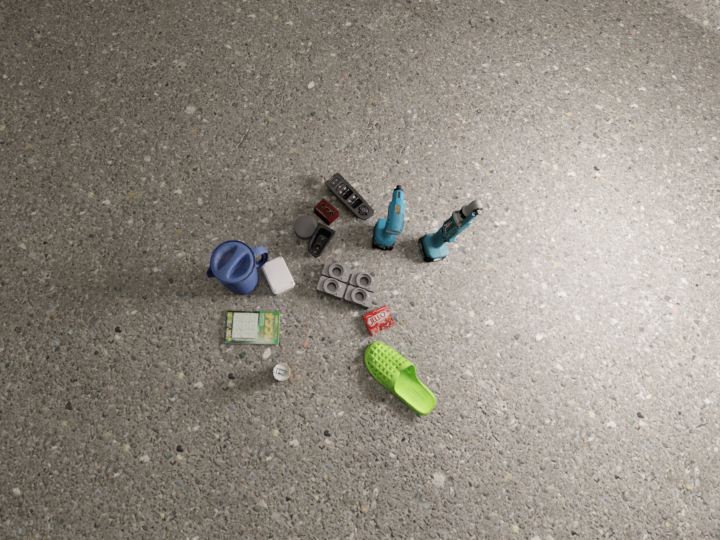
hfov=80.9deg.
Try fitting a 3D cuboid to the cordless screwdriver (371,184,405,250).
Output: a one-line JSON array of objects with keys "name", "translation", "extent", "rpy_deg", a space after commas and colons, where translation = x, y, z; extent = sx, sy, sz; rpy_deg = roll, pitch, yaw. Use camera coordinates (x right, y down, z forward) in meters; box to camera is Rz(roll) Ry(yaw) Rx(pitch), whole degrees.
[{"name": "cordless screwdriver", "translation": [0.098, -0.166, 1.401], "extent": [0.074, 0.246, 0.161], "rpy_deg": [9, 74, -5]}]

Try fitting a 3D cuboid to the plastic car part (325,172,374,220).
[{"name": "plastic car part", "translation": [-0.038, -0.254, 1.516], "extent": [0.066, 0.066, 0.207], "rpy_deg": [-42, 79, -15]}]

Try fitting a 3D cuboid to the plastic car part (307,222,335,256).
[{"name": "plastic car part", "translation": [-0.143, -0.093, 1.458], "extent": [0.066, 0.070, 0.117], "rpy_deg": [27, 73, 2]}]

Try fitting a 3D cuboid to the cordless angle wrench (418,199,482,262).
[{"name": "cordless angle wrench", "translation": [0.278, -0.125, 1.306], "extent": [0.073, 0.419, 0.100], "rpy_deg": [-11, 77, -11]}]
